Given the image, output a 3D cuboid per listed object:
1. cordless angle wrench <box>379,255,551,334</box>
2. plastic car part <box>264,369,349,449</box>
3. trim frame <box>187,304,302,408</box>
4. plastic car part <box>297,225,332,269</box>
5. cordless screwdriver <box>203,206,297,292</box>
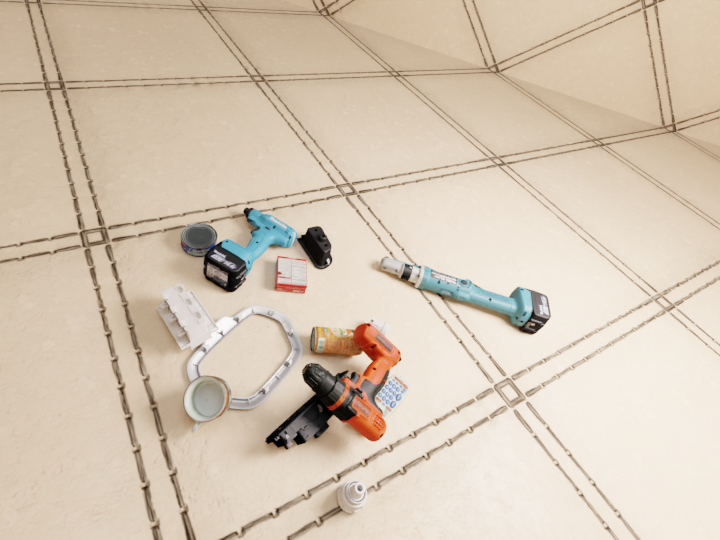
[{"bbox_3d":[0.253,0.047,1.073,0.426,0.073,0.099,18,45,4],"label":"cordless angle wrench"},{"bbox_3d":[-0.078,0.258,0.779,0.068,0.066,0.199,43,50,8],"label":"plastic car part"},{"bbox_3d":[-0.227,0.164,0.849,0.190,0.027,0.245,31,49,15],"label":"trim frame"},{"bbox_3d":[-0.105,-0.069,1.074,0.064,0.069,0.122,-15,51,-28],"label":"plastic car part"},{"bbox_3d":[-0.281,-0.067,1.021,0.163,0.073,0.246,30,43,12],"label":"cordless screwdriver"}]
